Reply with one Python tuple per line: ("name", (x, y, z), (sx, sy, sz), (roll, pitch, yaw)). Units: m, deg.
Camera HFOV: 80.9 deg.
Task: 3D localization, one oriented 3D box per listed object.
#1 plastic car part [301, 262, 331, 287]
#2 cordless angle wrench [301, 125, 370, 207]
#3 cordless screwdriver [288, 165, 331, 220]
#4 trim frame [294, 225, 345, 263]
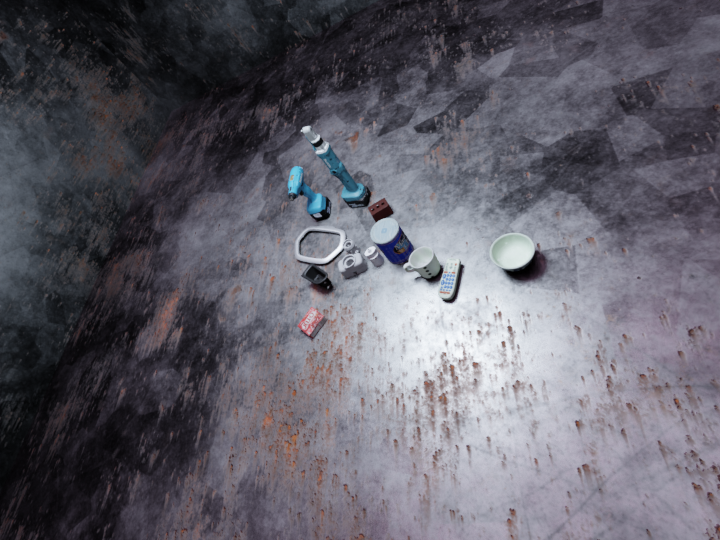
("plastic car part", (-0.153, 0.030, 1.577), (0.123, 0.067, 0.066), (29, 78, 42))
("cordless angle wrench", (-0.093, -0.390, 1.597), (0.102, 0.399, 0.075), (-1, 59, 32))
("cordless screwdriver", (-0.214, -0.290, 1.723), (0.077, 0.235, 0.163), (-13, 53, 25))
("trim frame", (-0.167, -0.109, 1.711), (0.261, 0.026, 0.185), (7, 64, 37))
